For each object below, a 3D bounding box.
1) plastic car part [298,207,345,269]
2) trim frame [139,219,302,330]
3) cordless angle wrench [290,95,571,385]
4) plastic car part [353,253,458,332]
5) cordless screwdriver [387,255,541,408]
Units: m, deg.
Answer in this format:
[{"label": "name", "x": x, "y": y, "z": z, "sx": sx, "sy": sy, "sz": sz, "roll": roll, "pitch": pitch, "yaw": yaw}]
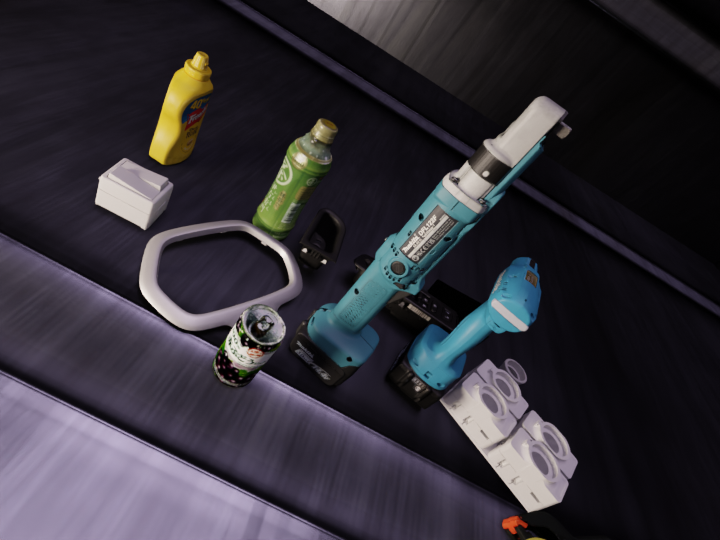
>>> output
[{"label": "plastic car part", "x": -0.071, "y": -0.046, "z": 0.722, "sx": 0.065, "sy": 0.071, "sz": 0.118, "roll": 30, "pitch": 37, "yaw": -10}, {"label": "trim frame", "x": -0.193, "y": 0.002, "z": 0.611, "sx": 0.239, "sy": 0.027, "sz": 0.191, "roll": -17, "pitch": 60, "yaw": -47}, {"label": "cordless angle wrench", "x": 0.052, "y": -0.011, "z": 0.481, "sx": 0.099, "sy": 0.424, "sz": 0.073, "roll": 43, "pitch": 37, "yaw": 5}, {"label": "plastic car part", "x": 0.068, "y": 0.045, "z": 0.731, "sx": 0.204, "sy": 0.067, "sz": 0.066, "roll": 38, "pitch": 36, "yaw": 3}, {"label": "cordless screwdriver", "x": 0.152, "y": 0.081, "z": 0.602, "sx": 0.075, "sy": 0.250, "sz": 0.156, "roll": 42, "pitch": 37, "yaw": 4}]
